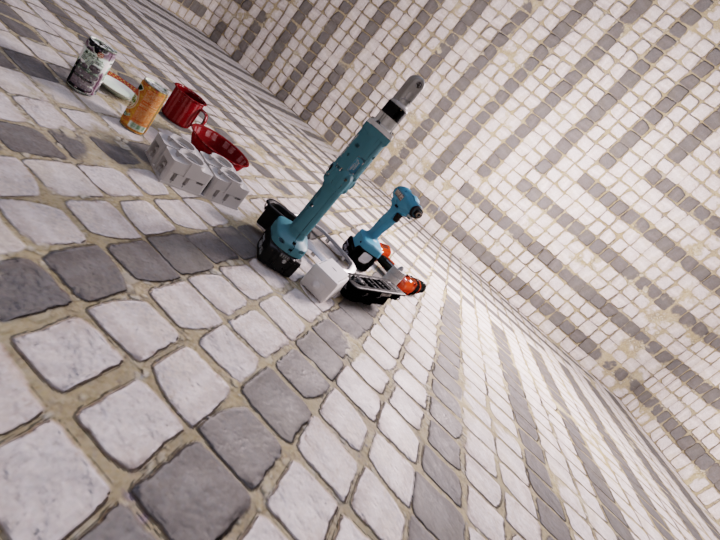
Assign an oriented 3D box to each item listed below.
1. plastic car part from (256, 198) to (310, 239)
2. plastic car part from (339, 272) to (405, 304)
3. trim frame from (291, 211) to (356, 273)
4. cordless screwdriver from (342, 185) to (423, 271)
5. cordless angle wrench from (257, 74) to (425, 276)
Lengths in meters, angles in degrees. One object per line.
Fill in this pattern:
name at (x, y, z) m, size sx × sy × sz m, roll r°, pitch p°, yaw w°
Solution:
plastic car part at (-0.170, -0.093, 0.896) m, size 0.113 × 0.071 × 0.068 m, roll 36°, pitch 17°, yaw -17°
plastic car part at (0.018, 0.045, 0.962) m, size 0.192 × 0.067 × 0.070 m, roll 18°, pitch 29°, yaw -54°
trim frame at (-0.103, -0.068, 1.057) m, size 0.261 × 0.028 × 0.175 m, roll 49°, pitch 18°, yaw 28°
cordless screwdriver at (0.061, -0.103, 1.120) m, size 0.071 × 0.250 × 0.165 m, roll 34°, pitch 18°, yaw -26°
cordless angle wrench at (-0.036, -0.170, 0.761) m, size 0.071 × 0.425 × 0.102 m, roll 34°, pitch 19°, yaw -26°
